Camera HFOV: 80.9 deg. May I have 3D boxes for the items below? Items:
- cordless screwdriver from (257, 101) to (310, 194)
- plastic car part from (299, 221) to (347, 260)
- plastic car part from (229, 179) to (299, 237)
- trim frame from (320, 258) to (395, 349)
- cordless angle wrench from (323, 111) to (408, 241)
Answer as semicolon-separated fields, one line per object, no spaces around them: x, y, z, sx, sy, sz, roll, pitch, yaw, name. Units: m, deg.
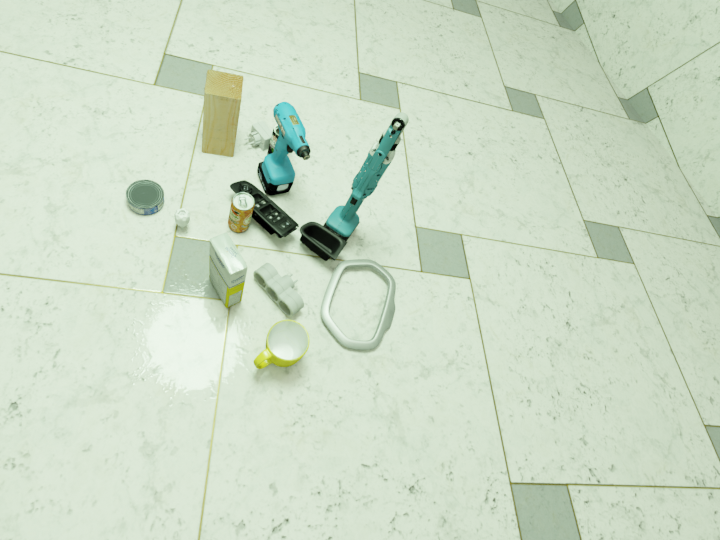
-0.189;-0.277;1.062;0.072;0.248;0.164;-14;68;-28;cordless screwdriver
-0.105;-0.068;1.070;0.117;0.071;0.066;34;56;3;plastic car part
-0.251;-0.153;1.077;0.207;0.067;0.065;44;56;10;plastic car part
0.001;0.077;1.042;0.183;0.027;0.251;22;56;-4;trim frame
0.009;-0.199;0.973;0.074;0.422;0.098;35;55;-1;cordless angle wrench
